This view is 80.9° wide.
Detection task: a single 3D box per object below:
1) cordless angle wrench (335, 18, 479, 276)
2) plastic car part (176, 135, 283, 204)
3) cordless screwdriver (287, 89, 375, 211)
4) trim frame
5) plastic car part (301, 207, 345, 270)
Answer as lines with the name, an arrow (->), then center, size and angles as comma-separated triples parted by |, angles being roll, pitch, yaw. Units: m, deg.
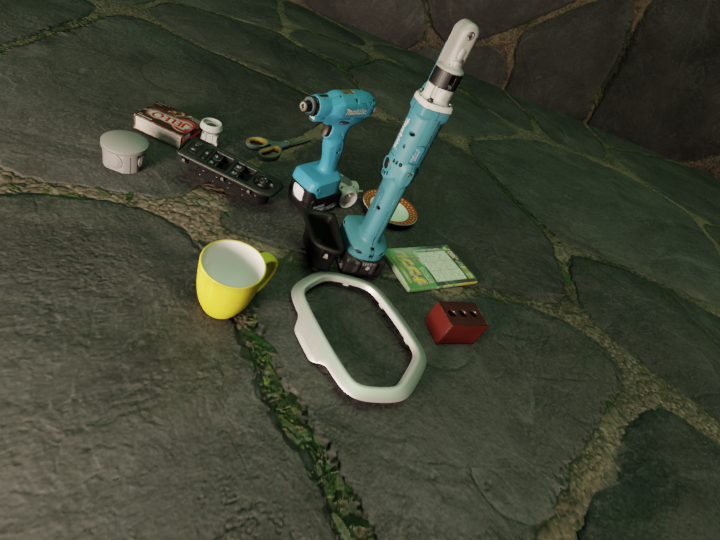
cordless angle wrench -> 0.063, -0.162, 0.654 | 0.072, 0.419, 0.102 | 7, 42, -24
plastic car part -> -0.249, -0.181, 0.811 | 0.203, 0.066, 0.067 | 23, 38, 0
cordless screwdriver -> -0.076, -0.218, 0.792 | 0.154, 0.246, 0.078 | -21, 58, -43
trim frame -> -0.007, 0.089, 0.641 | 0.177, 0.027, 0.261 | -8, 48, -33
plastic car part -> -0.072, -0.047, 0.736 | 0.064, 0.070, 0.122 | 7, 41, -22
